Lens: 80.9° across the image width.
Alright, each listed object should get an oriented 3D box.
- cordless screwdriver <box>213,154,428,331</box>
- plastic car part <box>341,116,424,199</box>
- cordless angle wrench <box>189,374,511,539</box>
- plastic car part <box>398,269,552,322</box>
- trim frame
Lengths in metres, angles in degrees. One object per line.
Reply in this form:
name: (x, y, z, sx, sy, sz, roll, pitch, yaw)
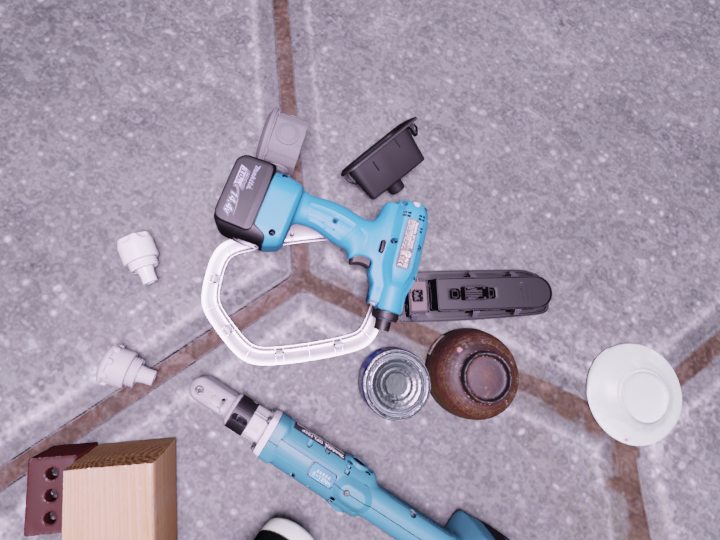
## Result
cordless screwdriver: (-0.049, -0.032, 0.505, 0.246, 0.075, 0.160, 16, 80, -6)
plastic car part: (0.036, -0.138, 0.562, 0.116, 0.068, 0.069, -43, 103, -7)
cordless angle wrench: (-0.014, 0.240, 0.476, 0.427, 0.097, 0.074, 31, 83, 4)
plastic car part: (0.152, 0.028, 0.540, 0.200, 0.067, 0.067, -1, 75, -8)
trim frame: (-0.077, 0.021, 0.539, 0.247, 0.027, 0.186, -8, 80, -4)
